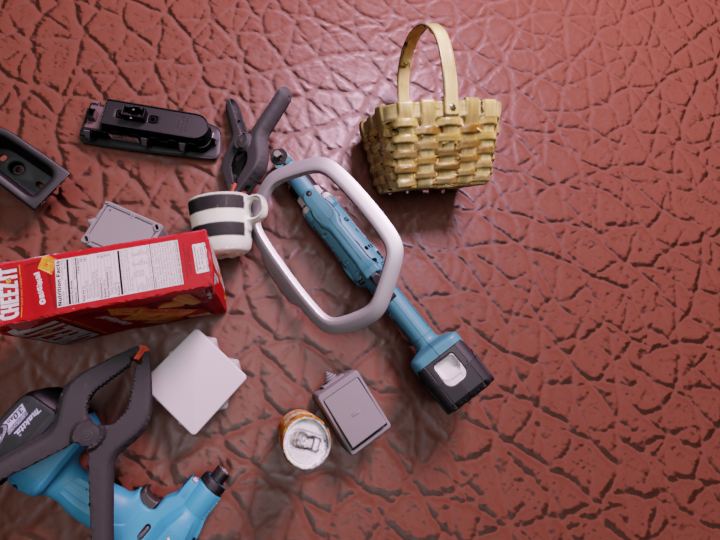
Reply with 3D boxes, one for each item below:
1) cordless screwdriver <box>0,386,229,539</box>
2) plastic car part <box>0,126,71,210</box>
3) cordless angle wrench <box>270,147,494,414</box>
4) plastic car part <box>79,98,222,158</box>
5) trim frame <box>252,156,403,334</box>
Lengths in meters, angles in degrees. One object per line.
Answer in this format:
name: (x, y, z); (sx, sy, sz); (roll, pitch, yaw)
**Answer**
cordless screwdriver: (-0.283, 0.227, 0.479); (0.249, 0.075, 0.158); (42, 70, 1)
plastic car part: (-0.454, -0.136, 0.561); (0.113, 0.073, 0.066); (39, 70, -15)
cordless angle wrench: (0.005, -0.009, 0.585); (0.074, 0.096, 0.433); (-38, 77, -1)
plastic car part: (-0.302, -0.211, 0.614); (0.200, 0.067, 0.067); (9, 67, -9)
trim frame: (-0.054, -0.036, 0.556); (0.185, 0.026, 0.256); (-44, 74, 18)
